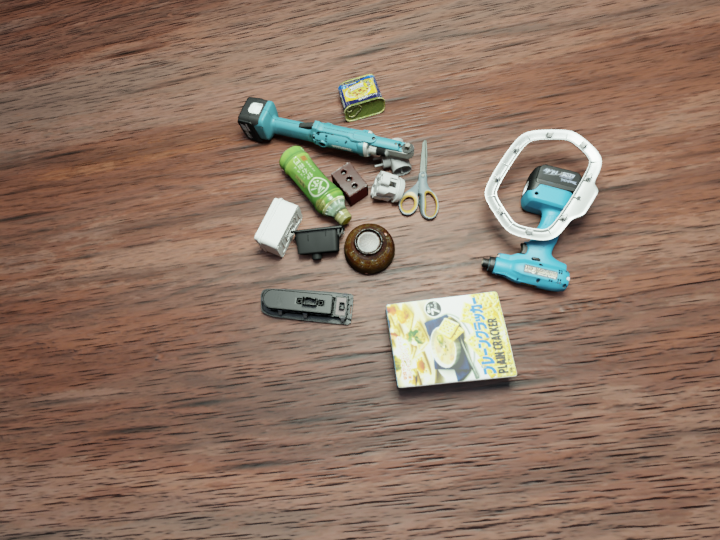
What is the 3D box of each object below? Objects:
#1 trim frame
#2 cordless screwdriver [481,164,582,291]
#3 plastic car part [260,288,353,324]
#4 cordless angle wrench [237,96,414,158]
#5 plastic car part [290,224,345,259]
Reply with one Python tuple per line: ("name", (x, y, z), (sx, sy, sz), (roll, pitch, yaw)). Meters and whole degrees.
("trim frame", (0.364, -0.176, 0.838), (0.190, 0.027, 0.248), (33, 83, 16))
("cordless screwdriver", (0.351, -0.091, 0.866), (0.163, 0.072, 0.250), (13, 77, 12))
("plastic car part", (-0.120, 0.071, 0.890), (0.207, 0.065, 0.067), (4, 80, 12))
("cordless angle wrench", (-0.083, -0.318, 0.986), (0.437, 0.094, 0.075), (17, 75, 17))
("plastic car part", (-0.091, -0.060, 0.934), (0.118, 0.065, 0.071), (-8, 85, 8))
